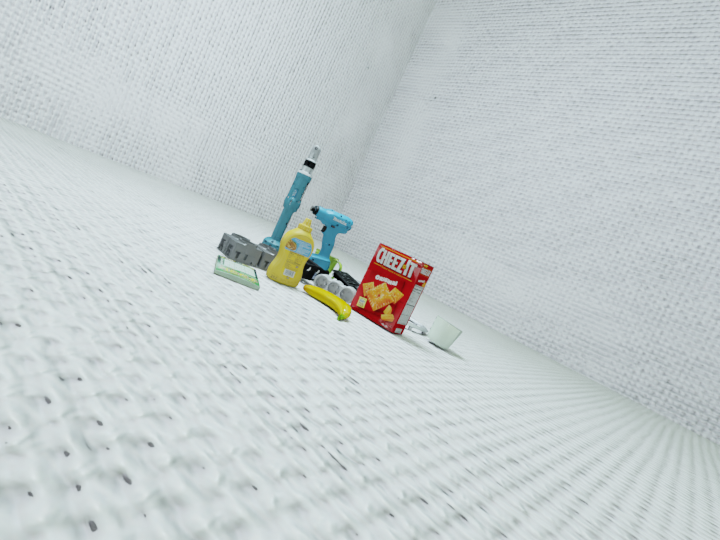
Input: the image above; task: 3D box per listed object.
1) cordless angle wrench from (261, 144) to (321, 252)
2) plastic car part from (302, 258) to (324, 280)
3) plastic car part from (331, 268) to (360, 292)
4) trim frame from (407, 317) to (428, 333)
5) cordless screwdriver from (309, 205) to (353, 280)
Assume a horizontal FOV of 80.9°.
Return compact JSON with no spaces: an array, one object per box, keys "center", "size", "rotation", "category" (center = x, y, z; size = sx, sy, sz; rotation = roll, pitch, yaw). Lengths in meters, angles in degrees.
[{"center":[-0.231,-0.227,1.429],"size":[0.075,0.422,0.097],"rotation":[25,3,2],"category":"cordless angle wrench"},{"center":[-0.183,-0.006,1.354],"size":[0.062,0.071,0.123],"rotation":[21,5,-41],"category":"plastic car part"},{"center":[-0.043,0.055,1.420],"size":[0.063,0.067,0.213],"rotation":[23,5,-29],"category":"plastic car part"},{"center":[0.119,0.149,1.434],"size":[0.263,0.027,0.174],"rotation":[28,6,42],"category":"trim frame"},{"center":[-0.142,-0.093,1.449],"size":[0.153,0.248,0.077],"rotation":[23,4,-24],"category":"cordless screwdriver"}]
